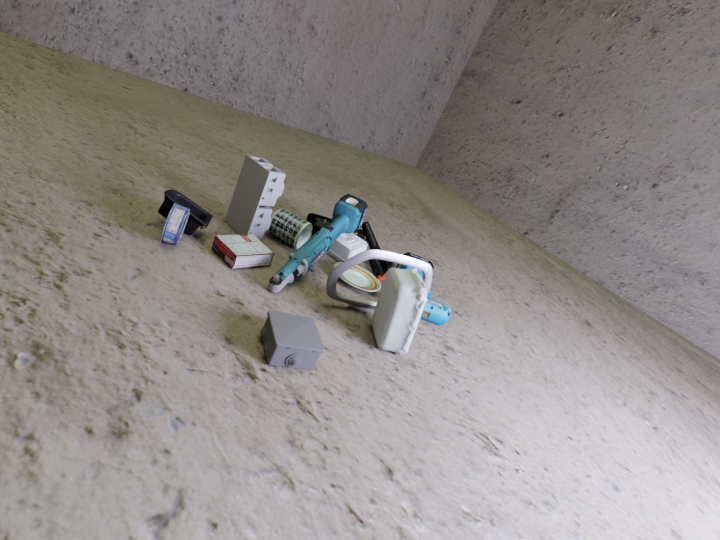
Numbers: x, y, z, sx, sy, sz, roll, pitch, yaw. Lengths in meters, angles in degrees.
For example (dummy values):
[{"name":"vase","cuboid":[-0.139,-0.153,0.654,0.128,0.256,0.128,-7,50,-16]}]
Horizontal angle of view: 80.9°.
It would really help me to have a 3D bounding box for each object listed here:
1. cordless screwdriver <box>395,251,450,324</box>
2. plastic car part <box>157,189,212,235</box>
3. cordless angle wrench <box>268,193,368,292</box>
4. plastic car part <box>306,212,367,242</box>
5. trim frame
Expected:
[{"name":"cordless screwdriver","cuboid":[0.136,0.038,1.128,0.156,0.074,0.255,19,27,-11]},{"name":"plastic car part","cuboid":[-0.406,-0.125,0.960,0.113,0.071,0.068,35,17,-19]},{"name":"cordless angle wrench","cuboid":[-0.101,-0.066,1.036,0.076,0.096,0.419,25,38,11]},{"name":"plastic car part","cuboid":[-0.074,-0.109,1.275,0.201,0.066,0.068,23,48,-6]},{"name":"trim frame","cuboid":[0.043,0.028,0.918,0.238,0.184,0.029,13,40,-25]}]
